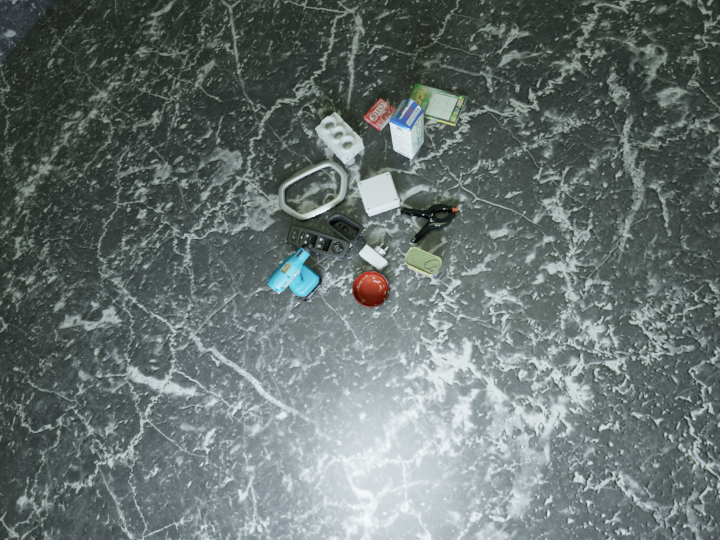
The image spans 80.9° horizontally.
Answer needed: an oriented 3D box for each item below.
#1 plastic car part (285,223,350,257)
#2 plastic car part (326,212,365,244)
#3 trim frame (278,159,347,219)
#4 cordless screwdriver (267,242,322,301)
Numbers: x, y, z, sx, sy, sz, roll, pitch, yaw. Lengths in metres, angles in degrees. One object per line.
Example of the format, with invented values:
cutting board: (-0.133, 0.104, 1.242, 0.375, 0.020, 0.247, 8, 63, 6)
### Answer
plastic car part: (-0.132, -0.086, 1.347, 0.209, 0.065, 0.066, 16, 81, 16)
plastic car part: (-0.047, -0.132, 1.336, 0.121, 0.068, 0.066, 35, 86, 17)
trim frame: (-0.160, -0.273, 1.420, 0.250, 0.026, 0.189, -27, 72, 6)
cordless screwdriver: (-0.172, 0.006, 1.242, 0.077, 0.241, 0.159, 41, 88, 14)
